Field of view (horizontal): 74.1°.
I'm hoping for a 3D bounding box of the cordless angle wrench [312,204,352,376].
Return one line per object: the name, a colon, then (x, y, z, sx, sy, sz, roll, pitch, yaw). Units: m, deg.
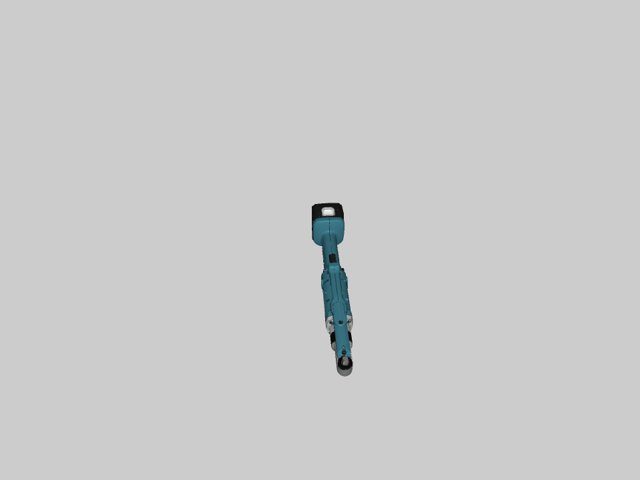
cordless angle wrench: (0.029, 0.086, 0.879, 0.074, 0.098, 0.421, -2, 44, -3)
